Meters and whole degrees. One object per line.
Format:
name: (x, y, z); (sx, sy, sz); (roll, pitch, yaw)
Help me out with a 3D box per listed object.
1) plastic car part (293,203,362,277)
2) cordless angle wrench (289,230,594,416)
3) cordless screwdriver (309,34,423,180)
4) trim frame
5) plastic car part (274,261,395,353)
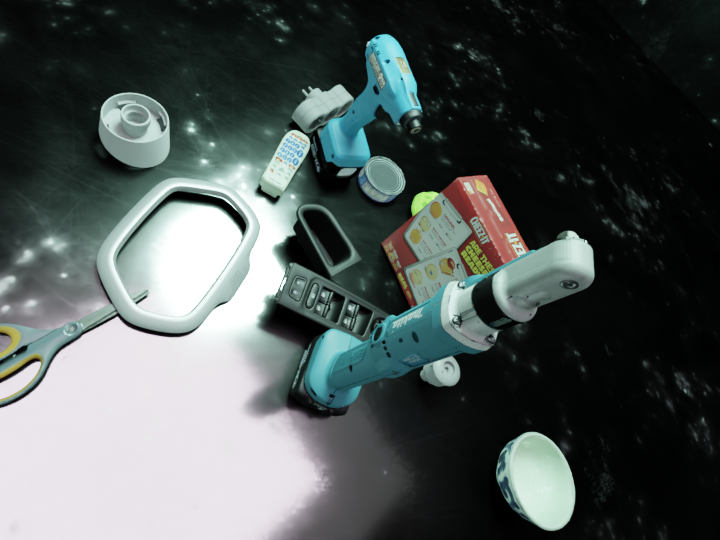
plastic car part: (-0.065, -0.042, 0.660); (0.064, 0.072, 0.119); (-26, 79, -35)
cordless angle wrench: (0.040, 0.074, 0.429); (0.072, 0.428, 0.099); (29, 57, -15)
cordless screwdriver: (0.006, -0.225, 0.681); (0.071, 0.252, 0.163); (-5, 69, -31)
trim frame: (-0.244, -0.030, 0.594); (0.181, 0.028, 0.250); (30, 55, -8)
plastic car part: (-0.033, 0.067, 0.619); (0.198, 0.068, 0.067); (26, 57, -12)
